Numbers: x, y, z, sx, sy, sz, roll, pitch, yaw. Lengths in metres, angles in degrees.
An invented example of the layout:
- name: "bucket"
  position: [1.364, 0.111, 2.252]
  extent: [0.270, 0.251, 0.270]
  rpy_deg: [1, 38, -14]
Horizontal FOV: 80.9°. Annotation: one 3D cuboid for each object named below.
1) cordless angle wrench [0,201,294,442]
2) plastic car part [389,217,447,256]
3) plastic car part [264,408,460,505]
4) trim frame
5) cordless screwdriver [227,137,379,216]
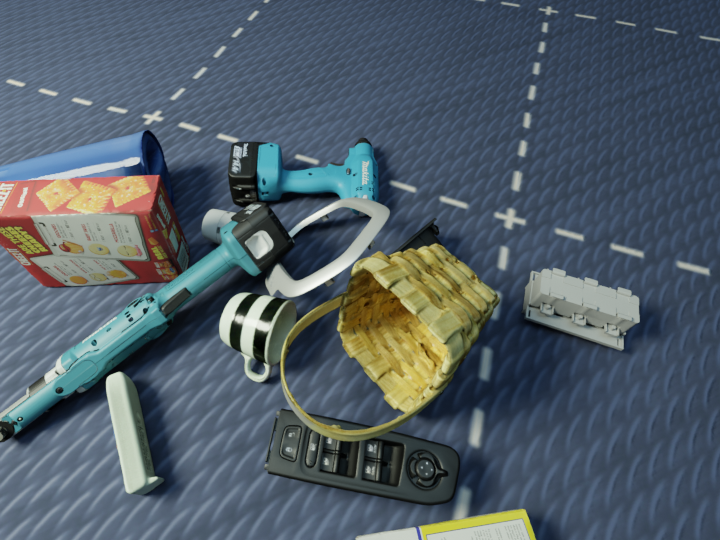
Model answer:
- name: "cordless angle wrench"
  position: [-0.277, 0.062, 0.551]
  extent: [0.419, 0.072, 0.102]
  rpy_deg: [-40, 23, -14]
- name: "plastic car part"
  position: [0.082, -0.011, 0.620]
  extent: [0.072, 0.065, 0.115]
  rpy_deg: [45, 69, 8]
- name: "plastic car part"
  position: [0.002, 0.210, 0.462]
  extent: [0.206, 0.065, 0.067]
  rpy_deg: [6, 50, 9]
- name: "trim frame"
  position: [-0.056, -0.036, 0.569]
  extent: [0.183, 0.026, 0.259]
  rpy_deg: [-38, 26, -7]
- name: "cordless screwdriver"
  position: [-0.094, -0.175, 0.720]
  extent: [0.248, 0.072, 0.163]
  rpy_deg: [4, 56, -2]
